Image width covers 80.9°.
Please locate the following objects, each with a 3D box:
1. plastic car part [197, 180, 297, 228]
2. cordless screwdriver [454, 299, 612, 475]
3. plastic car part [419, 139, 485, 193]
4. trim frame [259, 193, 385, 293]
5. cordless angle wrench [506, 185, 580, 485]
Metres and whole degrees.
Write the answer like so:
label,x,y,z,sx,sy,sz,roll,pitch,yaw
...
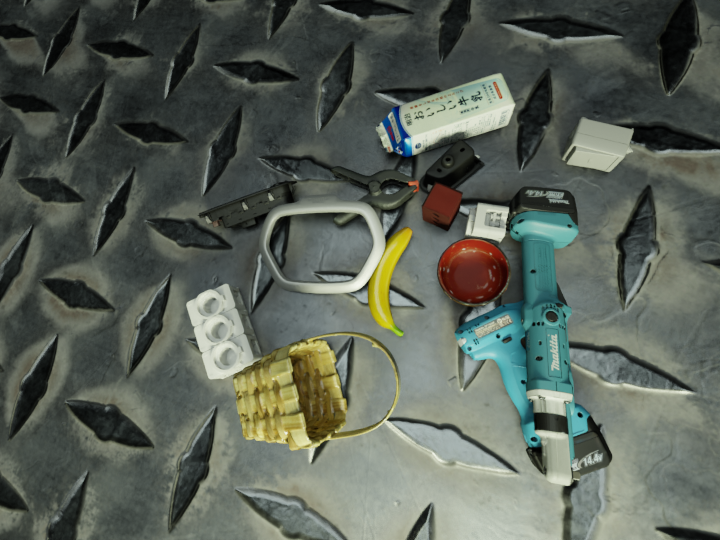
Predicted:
label,x,y,z,sx,sy,sz,roll,pitch,yaw
plastic car part,-0.216,-0.126,0.841,0.205,0.065,0.067,-23,87,7
cordless screwdriver,0.276,0.167,0.642,0.159,0.072,0.258,-27,67,0
plastic car part,0.163,-0.190,0.766,0.116,0.068,0.068,-40,71,-3
trim frame,-0.077,-0.050,0.783,0.257,0.026,0.184,-1,89,21
cordless angle wrench,0.272,0.074,0.620,0.099,0.072,0.430,6,65,5
